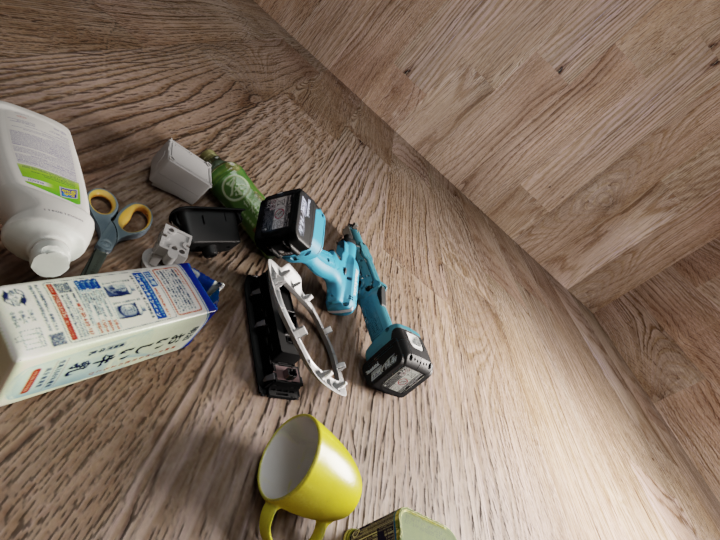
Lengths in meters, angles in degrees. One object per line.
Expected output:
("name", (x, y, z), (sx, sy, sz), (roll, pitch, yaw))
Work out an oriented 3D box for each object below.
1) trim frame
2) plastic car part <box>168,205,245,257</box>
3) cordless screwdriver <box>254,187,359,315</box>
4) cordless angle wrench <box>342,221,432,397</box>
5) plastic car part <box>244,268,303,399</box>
("trim frame", (-0.067, 0.077, 0.577), (0.192, 0.027, 0.237), (62, 2, 30))
("plastic car part", (-0.227, -0.054, 0.633), (0.112, 0.067, 0.072), (-10, 74, -56))
("cordless screwdriver", (-0.069, -0.045, 0.704), (0.235, 0.077, 0.163), (50, 38, -49))
("cordless angle wrench", (0.017, 0.037, 0.823), (0.071, 0.098, 0.442), (29, 26, -32))
("plastic car part", (-0.120, 0.072, 0.593), (0.063, 0.067, 0.213), (14, 36, -37))
